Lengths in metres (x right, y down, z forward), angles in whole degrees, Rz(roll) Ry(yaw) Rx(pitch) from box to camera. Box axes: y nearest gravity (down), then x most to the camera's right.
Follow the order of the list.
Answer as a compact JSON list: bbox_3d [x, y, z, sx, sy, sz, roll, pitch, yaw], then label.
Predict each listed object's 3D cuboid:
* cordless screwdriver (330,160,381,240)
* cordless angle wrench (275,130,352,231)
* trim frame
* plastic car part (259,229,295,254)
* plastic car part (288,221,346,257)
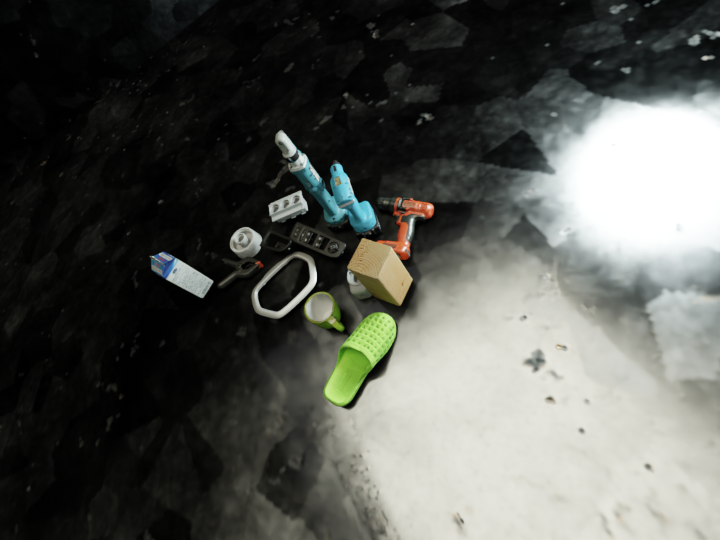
[{"bbox_3d":[-0.022,-0.203,1.242,0.075,0.236,0.165,-23,58,12],"label":"cordless screwdriver"},{"bbox_3d":[-0.132,-0.249,1.219,0.076,0.401,0.100,-11,61,18],"label":"cordless angle wrench"},{"bbox_3d":[-0.244,0.045,1.350,0.248,0.026,0.194,-45,55,-2],"label":"trim frame"},{"bbox_3d":[-0.264,-0.081,1.401,0.123,0.067,0.066,20,75,32],"label":"plastic car part"},{"bbox_3d":[-0.131,-0.086,1.340,0.214,0.063,0.066,23,76,33],"label":"plastic car part"}]
